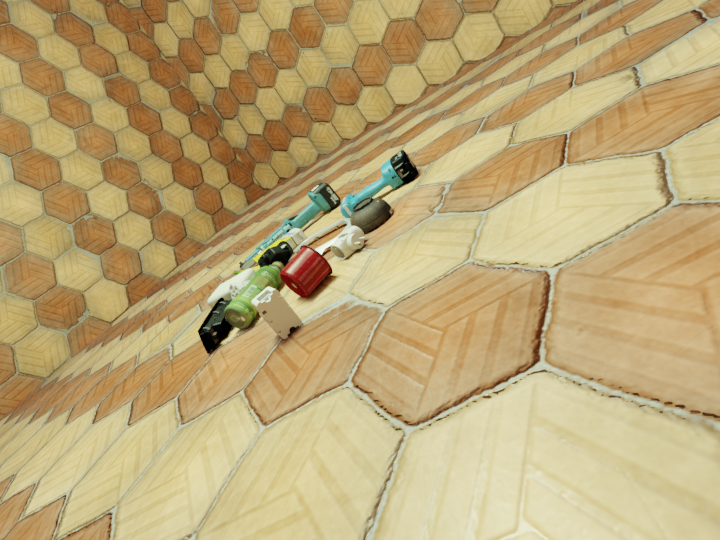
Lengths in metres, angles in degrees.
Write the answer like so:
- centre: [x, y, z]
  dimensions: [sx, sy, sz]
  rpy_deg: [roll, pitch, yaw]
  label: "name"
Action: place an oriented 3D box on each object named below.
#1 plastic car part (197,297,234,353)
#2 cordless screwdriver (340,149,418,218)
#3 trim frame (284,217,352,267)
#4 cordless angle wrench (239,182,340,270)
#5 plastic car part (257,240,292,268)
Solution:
- centre: [-0.353, 0.123, 1.080]
  dimensions: [0.067, 0.064, 0.208]
  rpy_deg: [-24, 21, 4]
  label: "plastic car part"
- centre: [0.046, -0.256, 1.262]
  dimensions: [0.252, 0.072, 0.162]
  rpy_deg: [-34, 19, 16]
  label: "cordless screwdriver"
- centre: [-0.116, -0.076, 1.190]
  dimensions: [0.254, 0.027, 0.185]
  rpy_deg: [-25, 22, 24]
  label: "trim frame"
- centre: [-0.255, -0.142, 1.485]
  dimensions: [0.422, 0.095, 0.077]
  rpy_deg: [-42, 18, -5]
  label: "cordless angle wrench"
- centre: [-0.246, -0.035, 1.174]
  dimensions: [0.068, 0.068, 0.118]
  rpy_deg: [-15, -20, -41]
  label: "plastic car part"
